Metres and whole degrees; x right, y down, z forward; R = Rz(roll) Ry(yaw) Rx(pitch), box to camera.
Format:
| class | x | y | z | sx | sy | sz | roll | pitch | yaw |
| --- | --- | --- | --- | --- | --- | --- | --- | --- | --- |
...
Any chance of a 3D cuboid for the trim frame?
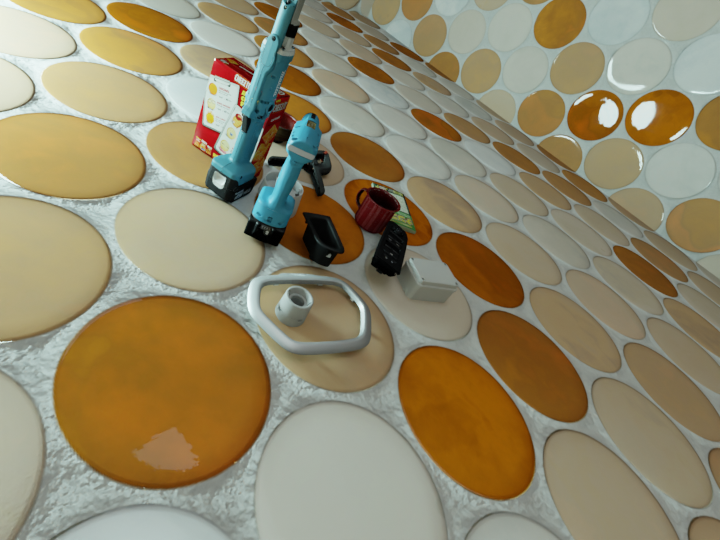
| class | x | y | z | sx | sy | sz | roll | pitch | yaw |
| --- | --- | --- | --- | --- | --- | --- | --- | --- | --- |
| trim frame | -0.083 | 0.068 | 0.743 | 0.237 | 0.027 | 0.193 | 0 | 46 | -35 |

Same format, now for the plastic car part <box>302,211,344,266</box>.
| class | x | y | z | sx | sy | sz | roll | pitch | yaw |
| --- | --- | --- | --- | --- | --- | --- | --- | --- | --- |
| plastic car part | -0.083 | -0.055 | 0.854 | 0.063 | 0.071 | 0.122 | 6 | 43 | -32 |

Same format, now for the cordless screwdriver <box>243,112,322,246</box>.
| class | x | y | z | sx | sy | sz | roll | pitch | yaw |
| --- | --- | --- | --- | --- | --- | --- | --- | --- | --- |
| cordless screwdriver | -0.141 | -0.177 | 0.810 | 0.072 | 0.248 | 0.163 | 23 | 37 | -15 |

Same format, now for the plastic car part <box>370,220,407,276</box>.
| class | x | y | z | sx | sy | sz | roll | pitch | yaw |
| --- | --- | --- | --- | --- | --- | --- | --- | --- | --- |
| plastic car part | 0.064 | -0.045 | 0.947 | 0.066 | 0.067 | 0.204 | 30 | 36 | -3 |

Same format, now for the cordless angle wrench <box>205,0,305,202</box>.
| class | x | y | z | sx | sy | sz | roll | pitch | yaw |
| --- | --- | --- | --- | --- | --- | --- | --- | --- | --- |
| cordless angle wrench | -0.191 | -0.317 | 0.796 | 0.075 | 0.422 | 0.097 | 37 | 36 | 4 |
